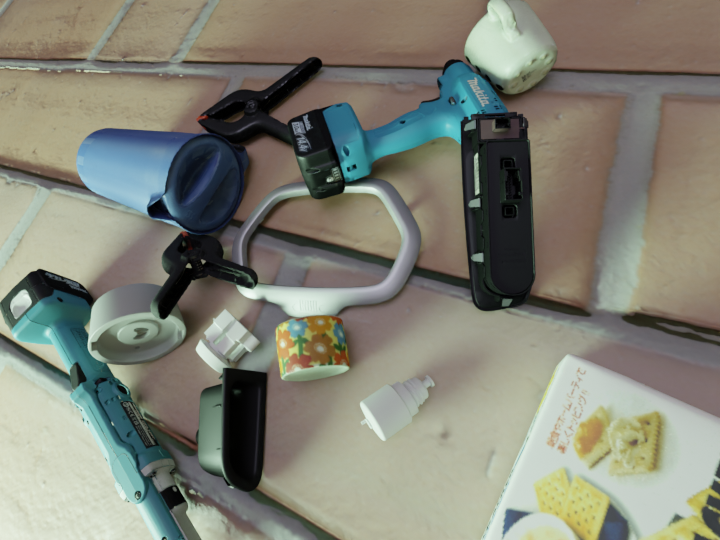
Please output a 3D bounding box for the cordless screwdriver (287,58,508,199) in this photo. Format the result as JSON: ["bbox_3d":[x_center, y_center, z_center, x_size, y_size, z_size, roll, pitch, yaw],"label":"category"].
[{"bbox_3d":[0.037,-0.186,0.524,0.251,0.071,0.165,-14,53,6],"label":"cordless screwdriver"}]

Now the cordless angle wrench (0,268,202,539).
[{"bbox_3d":[-0.305,0.160,0.504,0.443,0.093,0.074,40,85,26],"label":"cordless angle wrench"}]

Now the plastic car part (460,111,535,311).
[{"bbox_3d":[0.141,-0.060,0.412,0.066,0.067,0.203,0,89,-3],"label":"plastic car part"}]

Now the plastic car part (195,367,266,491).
[{"bbox_3d":[-0.146,0.169,0.453,0.073,0.062,0.119,-14,65,30],"label":"plastic car part"}]

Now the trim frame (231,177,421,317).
[{"bbox_3d":[-0.051,-0.033,0.522,0.256,0.026,0.187,0,66,19],"label":"trim frame"}]
